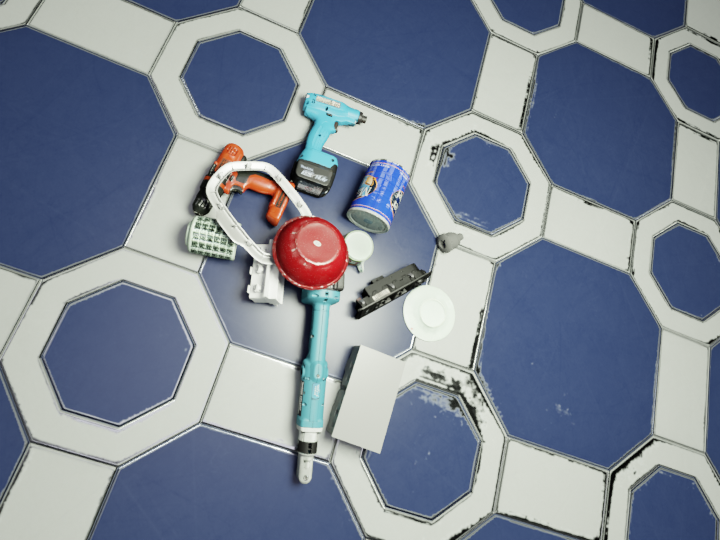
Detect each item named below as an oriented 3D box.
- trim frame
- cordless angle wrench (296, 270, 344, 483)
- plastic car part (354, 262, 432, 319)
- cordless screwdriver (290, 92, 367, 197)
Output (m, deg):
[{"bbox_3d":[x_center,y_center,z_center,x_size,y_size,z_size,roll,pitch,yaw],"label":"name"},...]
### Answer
[{"bbox_3d":[-0.206,-0.127,0.877,0.181,0.028,0.250,-36,86,-25],"label":"trim frame"},{"bbox_3d":[-0.095,0.206,0.866,0.072,0.100,0.427,8,79,-18],"label":"cordless angle wrench"},{"bbox_3d":[0.068,0.040,0.961,0.199,0.064,0.070,-23,60,-16],"label":"plastic car part"},{"bbox_3d":[-0.074,-0.295,0.998,0.156,0.075,0.252,13,71,-11],"label":"cordless screwdriver"}]
